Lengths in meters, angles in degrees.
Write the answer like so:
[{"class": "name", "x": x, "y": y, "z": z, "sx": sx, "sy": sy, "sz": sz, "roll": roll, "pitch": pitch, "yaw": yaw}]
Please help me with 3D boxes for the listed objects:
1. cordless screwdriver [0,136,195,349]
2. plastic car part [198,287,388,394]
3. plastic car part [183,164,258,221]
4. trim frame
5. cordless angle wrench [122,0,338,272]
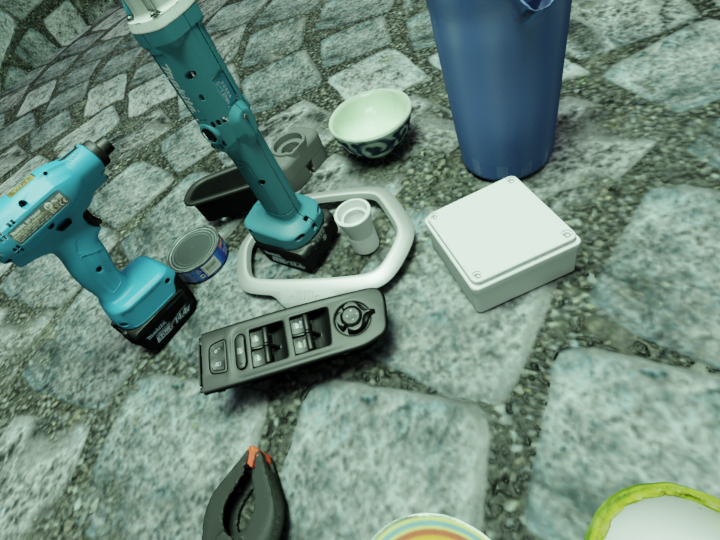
[{"class": "cordless screwdriver", "x": -0.288, "y": -0.023, "z": 0.502, "sx": 0.078, "sy": 0.236, "sz": 0.159, "roll": 20, "pitch": 63, "yaw": 33}, {"class": "plastic car part", "x": -0.064, "y": 0.078, "z": 0.440, "sx": 0.205, "sy": 0.064, "sz": 0.069, "roll": -20, "pitch": 49, "yaw": 8}, {"class": "plastic car part", "x": -0.199, "y": -0.112, "z": 0.645, "sx": 0.118, "sy": 0.067, "sz": 0.069, "roll": -19, "pitch": 49, "yaw": 8}, {"class": "trim frame", "x": -0.054, "y": -0.035, "z": 0.548, "sx": 0.257, "sy": 0.026, "sz": 0.187, "roll": -3, "pitch": 53, "yaw": 22}, {"class": "cordless angle wrench", "x": -0.136, "y": -0.151, "z": 0.423, "sx": 0.103, "sy": 0.402, "sz": 0.074, "roll": 16, "pitch": 60, "yaw": 31}]
